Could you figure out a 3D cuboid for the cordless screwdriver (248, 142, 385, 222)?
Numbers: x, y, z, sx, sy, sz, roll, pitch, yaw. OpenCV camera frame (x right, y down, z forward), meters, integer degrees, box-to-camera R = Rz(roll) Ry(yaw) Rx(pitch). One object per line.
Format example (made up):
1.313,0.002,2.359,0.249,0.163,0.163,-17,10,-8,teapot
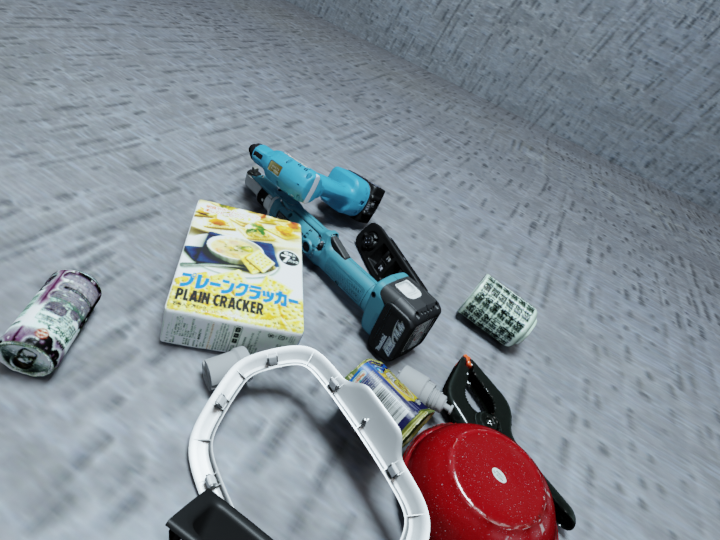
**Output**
-0.075,-0.160,0.752,0.168,0.074,0.237,38,18,30,cordless screwdriver

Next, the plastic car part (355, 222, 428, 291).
0.057,-0.003,0.704,0.064,0.066,0.213,8,38,-39,plastic car part

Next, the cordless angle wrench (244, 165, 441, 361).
-0.066,-0.043,0.672,0.071,0.097,0.445,-15,47,-43,cordless angle wrench

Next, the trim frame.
-0.050,0.181,0.391,0.180,0.027,0.261,-28,58,-22,trim frame

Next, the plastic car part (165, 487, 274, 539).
-0.097,0.234,0.312,0.120,0.071,0.064,31,-3,14,plastic car part
